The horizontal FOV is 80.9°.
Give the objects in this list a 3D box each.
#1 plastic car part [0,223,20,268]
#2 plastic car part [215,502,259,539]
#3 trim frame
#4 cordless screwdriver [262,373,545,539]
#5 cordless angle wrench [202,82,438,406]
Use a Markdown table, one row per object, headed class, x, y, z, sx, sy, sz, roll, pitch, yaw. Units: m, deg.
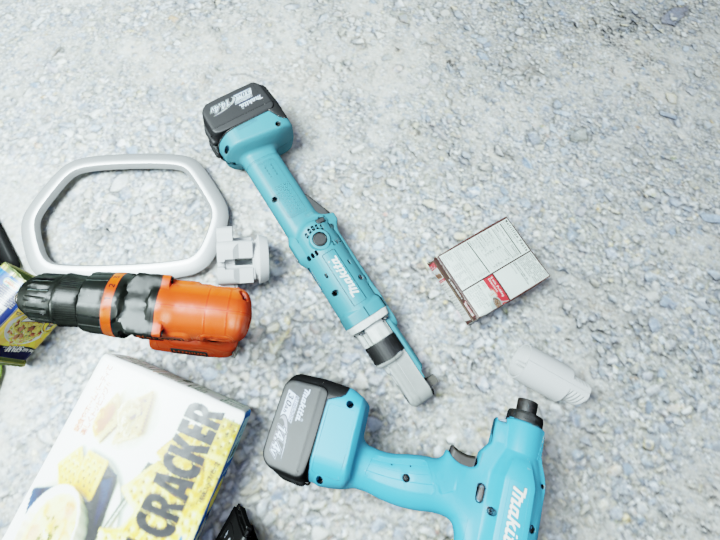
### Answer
| class | x | y | z | sx | sy | sz | roll | pitch | yaw |
| --- | --- | --- | --- | --- | --- | --- | --- | --- | --- |
| plastic car part | -0.462 | -0.030 | 0.491 | 0.071 | 0.065 | 0.119 | -34 | 81 | 2 |
| plastic car part | -0.146 | 0.334 | 0.386 | 0.065 | 0.069 | 0.203 | 40 | 71 | -20 |
| trim frame | -0.288 | -0.062 | 0.522 | 0.246 | 0.027 | 0.188 | -3 | 71 | -6 |
| cordless screwdriver | 0.043 | 0.166 | 0.408 | 0.257 | 0.071 | 0.160 | 17 | 67 | 16 |
| cordless angle wrench | -0.049 | -0.032 | 0.503 | 0.097 | 0.073 | 0.432 | -31 | 78 | -13 |
